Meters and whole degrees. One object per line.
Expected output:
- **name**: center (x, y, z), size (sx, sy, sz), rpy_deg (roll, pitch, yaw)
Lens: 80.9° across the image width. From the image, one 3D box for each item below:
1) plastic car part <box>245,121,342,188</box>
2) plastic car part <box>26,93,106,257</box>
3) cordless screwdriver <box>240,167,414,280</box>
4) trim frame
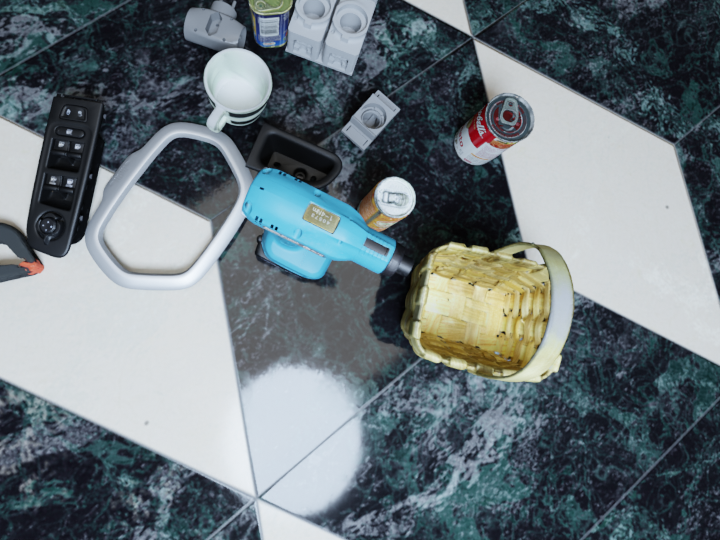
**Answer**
- **plastic car part**: center (-0.088, -0.140, 0.575), size (0.116, 0.071, 0.066), rpy_deg (22, 82, -5)
- **plastic car part**: center (-0.373, -0.117, 0.542), size (0.065, 0.067, 0.204), rpy_deg (10, 82, -8)
- **cordless screwdriver**: center (-0.046, -0.030, 0.475), size (0.158, 0.251, 0.074), rpy_deg (27, 81, -7)
- **trim frame**: center (-0.254, -0.088, 0.572), size (0.183, 0.027, 0.248), rpy_deg (31, 80, -2)
